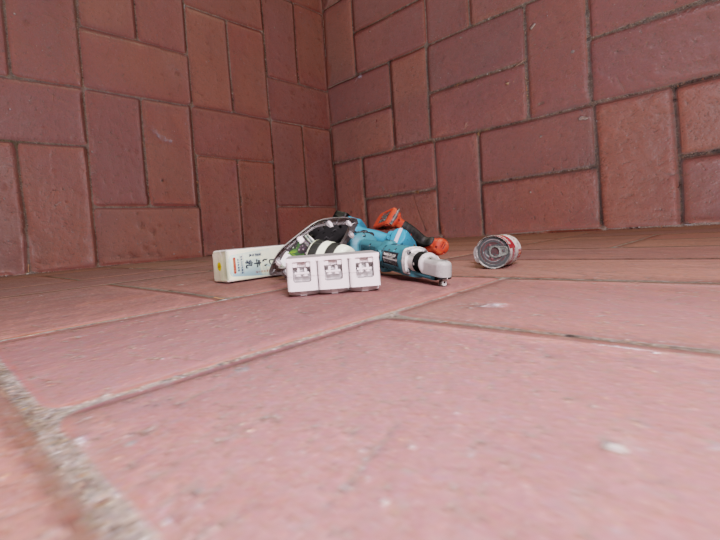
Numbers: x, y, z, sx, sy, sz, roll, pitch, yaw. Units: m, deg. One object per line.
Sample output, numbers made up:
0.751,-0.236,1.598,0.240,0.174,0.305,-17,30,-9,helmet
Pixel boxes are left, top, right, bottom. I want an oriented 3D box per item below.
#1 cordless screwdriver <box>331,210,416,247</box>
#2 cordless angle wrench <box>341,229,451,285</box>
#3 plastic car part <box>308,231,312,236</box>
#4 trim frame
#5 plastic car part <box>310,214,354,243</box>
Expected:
0.039,-0.084,1.156,0.262,0.074,0.150,17,-12,33,cordless screwdriver
0.061,-0.029,0.867,0.072,0.097,0.437,-2,7,-20,cordless angle wrench
-0.131,-0.045,1.125,0.069,0.113,0.070,-2,27,38,plastic car part
-0.093,-0.046,0.895,0.185,0.028,0.239,-45,-14,26,trim frame
-0.099,-0.065,1.011,0.203,0.064,0.069,-44,23,6,plastic car part
